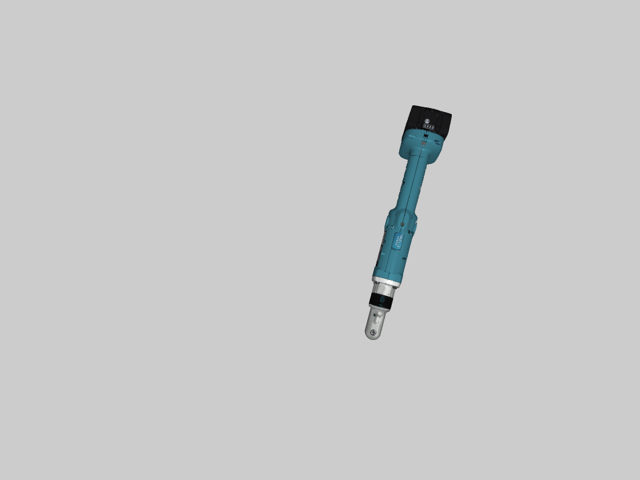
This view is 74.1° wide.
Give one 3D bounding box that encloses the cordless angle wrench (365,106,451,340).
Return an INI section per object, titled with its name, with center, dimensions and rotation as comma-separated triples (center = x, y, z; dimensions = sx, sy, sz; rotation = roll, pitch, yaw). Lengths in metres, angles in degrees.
[cordless angle wrench]
center = 0.145, -0.027, 0.767
dimensions = 0.074, 0.422, 0.098
rotation = 15, -6, 5
